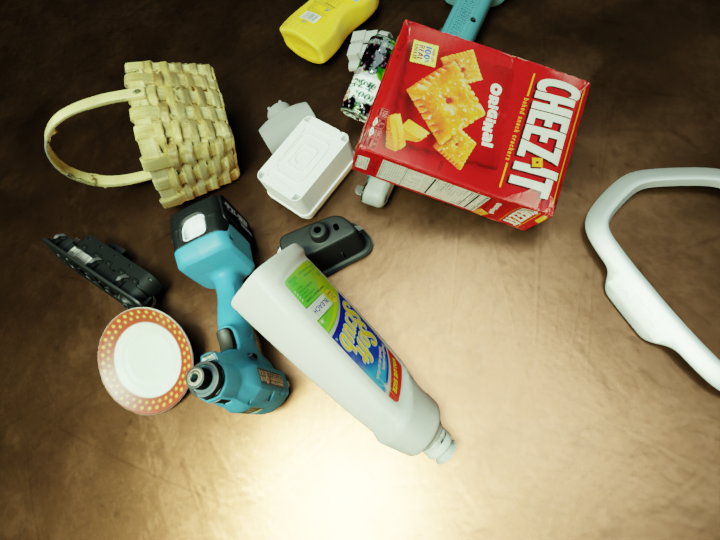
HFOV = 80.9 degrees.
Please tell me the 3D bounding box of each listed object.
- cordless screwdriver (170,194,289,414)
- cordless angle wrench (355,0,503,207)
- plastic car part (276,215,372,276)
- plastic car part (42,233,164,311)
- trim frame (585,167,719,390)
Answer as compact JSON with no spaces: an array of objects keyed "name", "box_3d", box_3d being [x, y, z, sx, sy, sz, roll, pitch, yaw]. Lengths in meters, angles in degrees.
[{"name":"cordless screwdriver","box_3d":[-0.155,0.029,0.463,0.075,0.152,0.258,-25,64,5]},{"name":"cordless angle wrench","box_3d":[0.103,-0.268,0.560,0.102,0.071,0.424,21,78,19]},{"name":"plastic car part","box_3d":[-0.049,-0.032,0.506,0.117,0.068,0.068,-25,68,7]},{"name":"plastic car part","box_3d":[-0.343,0.002,0.581,0.212,0.064,0.066,29,53,24]},{"name":"trim frame","box_3d":[0.343,0.000,0.410,0.184,0.026,0.258,-28,66,2]}]
